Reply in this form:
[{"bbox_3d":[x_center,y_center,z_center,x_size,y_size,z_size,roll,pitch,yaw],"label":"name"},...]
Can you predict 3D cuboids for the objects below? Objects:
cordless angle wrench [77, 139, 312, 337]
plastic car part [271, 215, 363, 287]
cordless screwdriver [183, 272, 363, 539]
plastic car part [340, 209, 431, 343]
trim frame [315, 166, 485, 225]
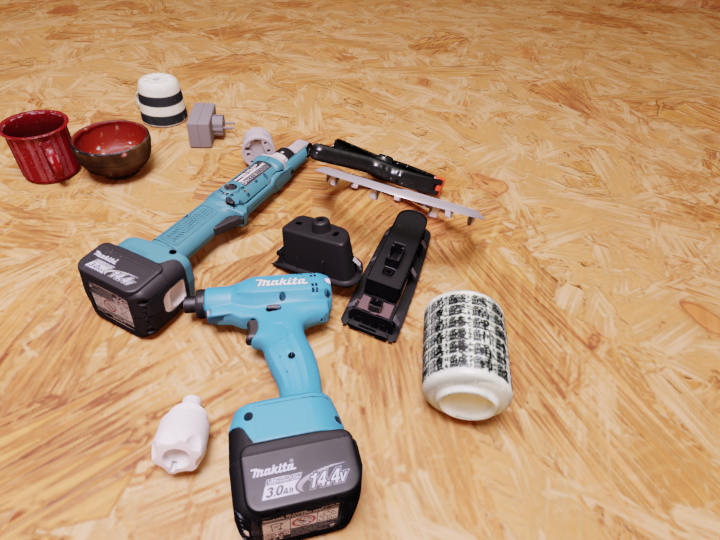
[{"bbox_3d":[-0.176,-0.091,0.581,0.101,0.072,0.422,19,44,13],"label":"cordless angle wrench"},{"bbox_3d":[-0.050,-0.033,0.510,0.123,0.068,0.065,16,42,33],"label":"plastic car part"},{"bbox_3d":[-0.091,0.098,0.388,0.157,0.072,0.259,-5,41,-10],"label":"cordless screwdriver"},{"bbox_3d":[0.041,-0.012,0.522,0.068,0.065,0.203,13,41,16],"label":"plastic car part"},{"bbox_3d":[0.046,-0.103,0.573,0.175,0.027,0.263,2,17,-44],"label":"trim frame"}]
